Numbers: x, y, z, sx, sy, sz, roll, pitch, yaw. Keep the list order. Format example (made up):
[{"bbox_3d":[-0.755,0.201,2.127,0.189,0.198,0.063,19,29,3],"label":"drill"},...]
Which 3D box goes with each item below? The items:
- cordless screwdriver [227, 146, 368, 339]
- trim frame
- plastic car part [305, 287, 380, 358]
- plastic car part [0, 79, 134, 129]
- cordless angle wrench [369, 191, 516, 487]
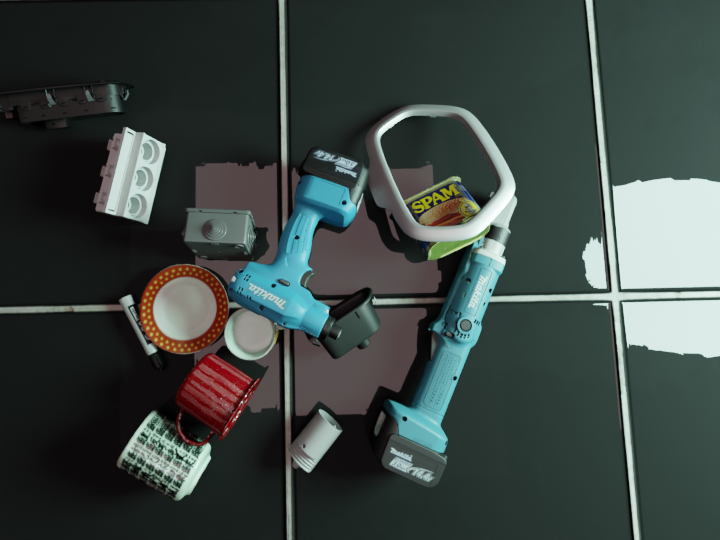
[{"bbox_3d":[-0.057,-0.038,0.587,0.162,0.073,0.249,25,76,7],"label":"cordless screwdriver"},{"bbox_3d":[0.102,-0.147,0.602,0.185,0.026,0.258,-20,63,2],"label":"trim frame"},{"bbox_3d":[-0.017,0.084,0.611,0.116,0.068,0.069,-29,103,-7],"label":"plastic car part"},{"bbox_3d":[-0.444,-0.250,0.635,0.202,0.067,0.066,-11,97,-2],"label":"plastic car part"},{"bbox_3d":[0.138,0.078,0.606,0.098,0.074,0.424,24,82,-1],"label":"cordless angle wrench"}]
